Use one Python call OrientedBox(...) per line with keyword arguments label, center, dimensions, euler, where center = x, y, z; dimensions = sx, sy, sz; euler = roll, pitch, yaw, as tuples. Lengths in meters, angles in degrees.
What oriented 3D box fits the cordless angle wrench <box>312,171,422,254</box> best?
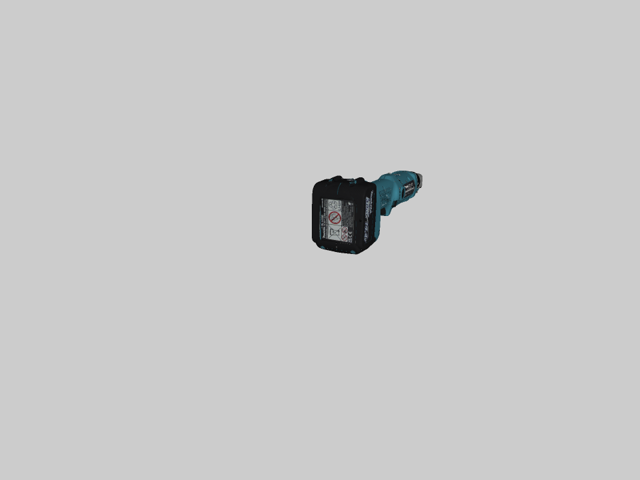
OrientedBox(label="cordless angle wrench", center=(0.113, -0.078, 0.716), dimensions=(0.074, 0.098, 0.421), euler=(9, 18, 25))
